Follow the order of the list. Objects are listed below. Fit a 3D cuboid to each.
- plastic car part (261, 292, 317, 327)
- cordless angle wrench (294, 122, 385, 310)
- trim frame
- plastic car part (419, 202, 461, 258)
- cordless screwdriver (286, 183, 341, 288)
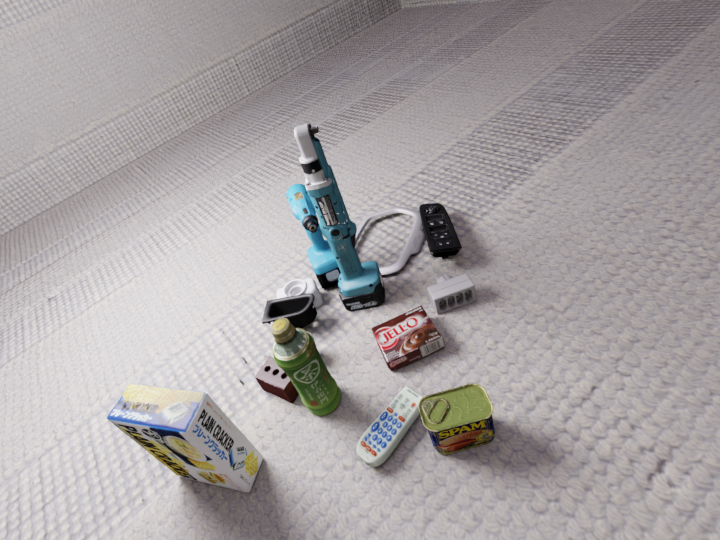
[{"bbox_3d":[-0.146,0.098,0.922,0.119,0.068,0.068,-11,41,14],"label":"plastic car part"},{"bbox_3d":[-0.045,-0.088,0.818,0.100,0.404,0.076,-12,39,11],"label":"cordless angle wrench"},{"bbox_3d":[0.062,-0.076,1.049,0.192,0.026,0.249,4,47,28],"label":"trim frame"},{"bbox_3d":[0.181,-0.090,0.978,0.067,0.064,0.209,-14,41,9],"label":"plastic car part"},{"bbox_3d":[-0.092,-0.060,0.939,0.074,0.237,0.167,-23,39,-3],"label":"cordless screwdriver"}]
